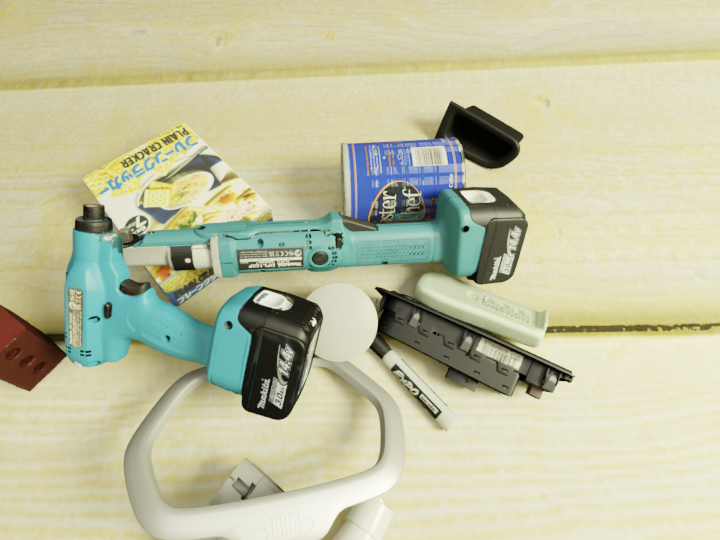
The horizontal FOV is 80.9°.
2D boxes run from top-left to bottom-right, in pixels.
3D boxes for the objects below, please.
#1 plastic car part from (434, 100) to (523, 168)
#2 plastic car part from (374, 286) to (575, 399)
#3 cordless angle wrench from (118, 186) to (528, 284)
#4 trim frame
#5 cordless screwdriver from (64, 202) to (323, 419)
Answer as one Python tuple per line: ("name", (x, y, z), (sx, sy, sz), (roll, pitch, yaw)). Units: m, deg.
("plastic car part", (0.180, -0.198, 0.611), (0.121, 0.065, 0.070), (35, 51, 17))
("plastic car part", (0.100, 0.080, 0.443), (0.210, 0.064, 0.067), (28, 89, 17))
("cordless angle wrench", (-0.045, -0.029, 0.457), (0.420, 0.095, 0.077), (-3, 33, -5))
("trim frame", (-0.082, 0.147, 0.384), (0.243, 0.027, 0.193), (-6, 33, -15))
("cordless screwdriver", (-0.161, 0.033, 0.393), (0.253, 0.157, 0.074), (11, 16, 10))
